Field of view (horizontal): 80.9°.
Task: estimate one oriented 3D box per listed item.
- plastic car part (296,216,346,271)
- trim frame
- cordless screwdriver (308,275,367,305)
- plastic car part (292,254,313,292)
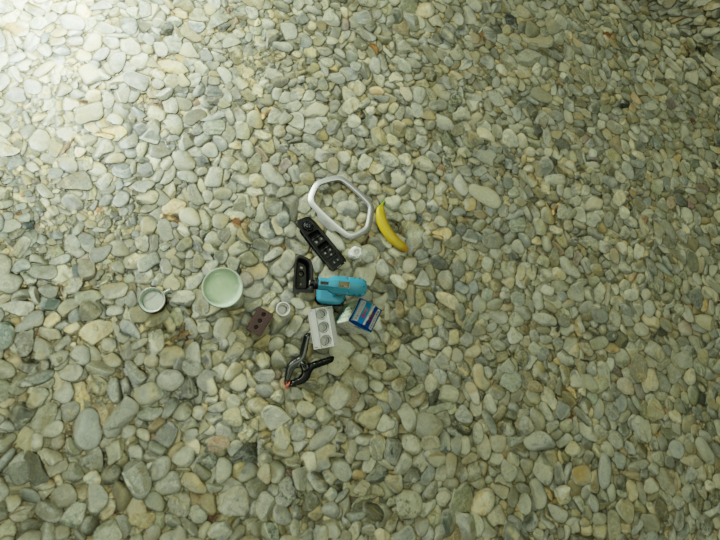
[{"bbox_3d":[-0.135,-0.088,1.378,0.065,0.067,0.204,-36,87,-18],"label":"plastic car part"},{"bbox_3d":[-0.064,-0.217,1.443,0.248,0.028,0.183,41,72,0],"label":"trim frame"},{"bbox_3d":[-0.092,0.057,1.257,0.156,0.251,0.075,7,79,-14],"label":"cordless screwdriver"},{"bbox_3d":[-0.185,0.015,1.341,0.064,0.071,0.118,2,78,-14],"label":"plastic car part"}]
